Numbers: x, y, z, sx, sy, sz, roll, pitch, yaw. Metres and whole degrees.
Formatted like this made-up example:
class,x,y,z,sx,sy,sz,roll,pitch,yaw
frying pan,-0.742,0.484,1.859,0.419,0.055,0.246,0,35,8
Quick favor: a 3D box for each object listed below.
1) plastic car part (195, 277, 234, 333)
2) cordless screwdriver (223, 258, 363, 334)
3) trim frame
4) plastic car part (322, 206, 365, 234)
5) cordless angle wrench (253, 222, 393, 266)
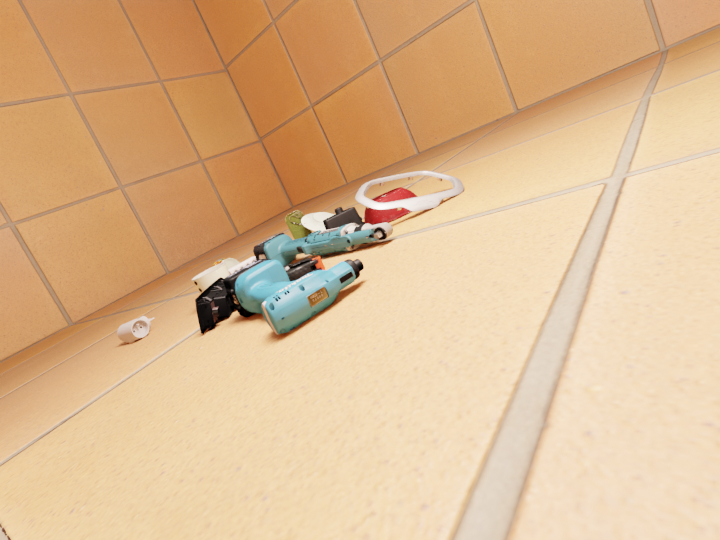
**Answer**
class,x,y,z,sx,sy,sz,roll,pitch,yaw
plastic car part,-0.275,0.055,0.846,0.067,0.065,0.207,-16,13,-5
cordless screwdriver,-0.115,0.022,0.671,0.156,0.073,0.260,-32,19,-26
trim frame,0.109,-0.183,0.966,0.245,0.027,0.192,-12,32,-9
plastic car part,-0.052,-0.129,1.113,0.116,0.069,0.068,-30,13,-7
cordless angle wrench,-0.092,-0.060,0.941,0.441,0.073,0.096,-6,22,48
